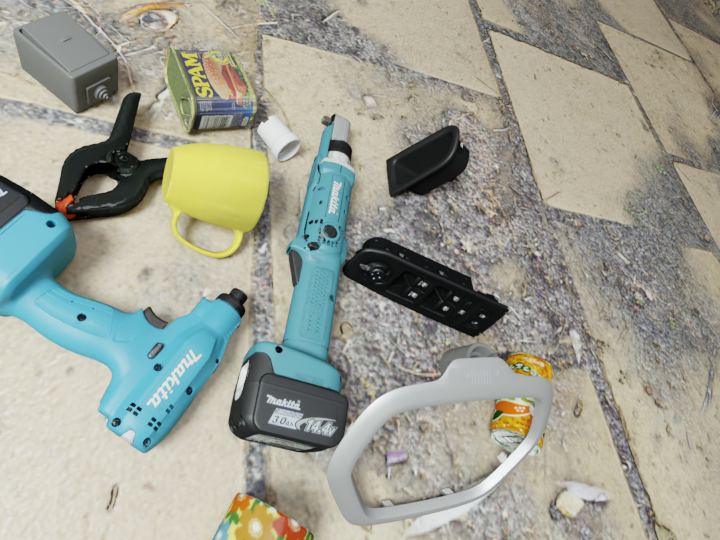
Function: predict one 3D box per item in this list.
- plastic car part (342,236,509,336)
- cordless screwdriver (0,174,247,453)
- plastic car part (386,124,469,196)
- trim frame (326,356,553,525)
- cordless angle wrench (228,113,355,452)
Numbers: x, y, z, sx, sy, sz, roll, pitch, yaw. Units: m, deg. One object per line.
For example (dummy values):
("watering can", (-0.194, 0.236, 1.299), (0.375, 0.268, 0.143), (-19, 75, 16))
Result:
("plastic car part", (0.077, 0.011, 0.520), (0.198, 0.066, 0.068), (21, 48, -14))
("cordless screwdriver", (-0.228, 0.017, 0.369), (0.246, 0.075, 0.159), (39, 54, -7))
("plastic car part", (0.102, -0.143, 0.592), (0.067, 0.120, 0.068), (24, 55, -43))
("trim frame", (0.081, 0.161, 0.392), (0.239, 0.182, 0.029), (5, 24, -24))
("cordless angle wrench", (-0.047, -0.031, 0.482), (0.095, 0.075, 0.432), (19, 55, -18))
